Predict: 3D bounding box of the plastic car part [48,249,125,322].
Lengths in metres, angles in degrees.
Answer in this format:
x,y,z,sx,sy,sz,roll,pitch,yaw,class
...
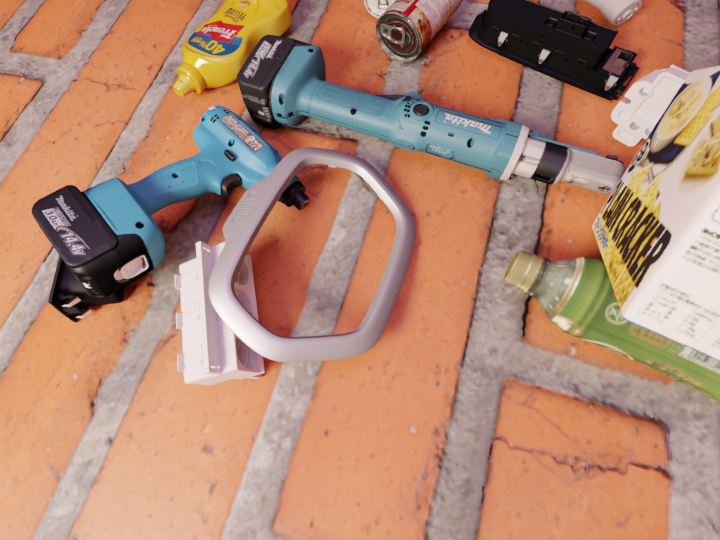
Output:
x,y,z,sx,sy,sz,roll,pitch,yaw,class
-0.285,-0.008,0.467,0.070,0.065,0.120,2,63,-10,plastic car part

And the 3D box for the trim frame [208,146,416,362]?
x,y,z,sx,sy,sz,roll,pitch,yaw,class
-0.041,-0.027,0.419,0.183,0.027,0.250,24,61,-2,trim frame

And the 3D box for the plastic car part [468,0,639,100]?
x,y,z,sx,sy,sz,roll,pitch,yaw,class
0.226,-0.278,0.508,0.212,0.064,0.066,33,81,22,plastic car part

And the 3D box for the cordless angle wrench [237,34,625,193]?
x,y,z,sx,sy,sz,roll,pitch,yaw,class
0.065,-0.165,0.477,0.435,0.072,0.098,22,71,14,cordless angle wrench

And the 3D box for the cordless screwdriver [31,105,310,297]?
x,y,z,sx,sy,sz,roll,pitch,yaw,class
-0.183,-0.068,0.445,0.163,0.074,0.246,41,61,10,cordless screwdriver
